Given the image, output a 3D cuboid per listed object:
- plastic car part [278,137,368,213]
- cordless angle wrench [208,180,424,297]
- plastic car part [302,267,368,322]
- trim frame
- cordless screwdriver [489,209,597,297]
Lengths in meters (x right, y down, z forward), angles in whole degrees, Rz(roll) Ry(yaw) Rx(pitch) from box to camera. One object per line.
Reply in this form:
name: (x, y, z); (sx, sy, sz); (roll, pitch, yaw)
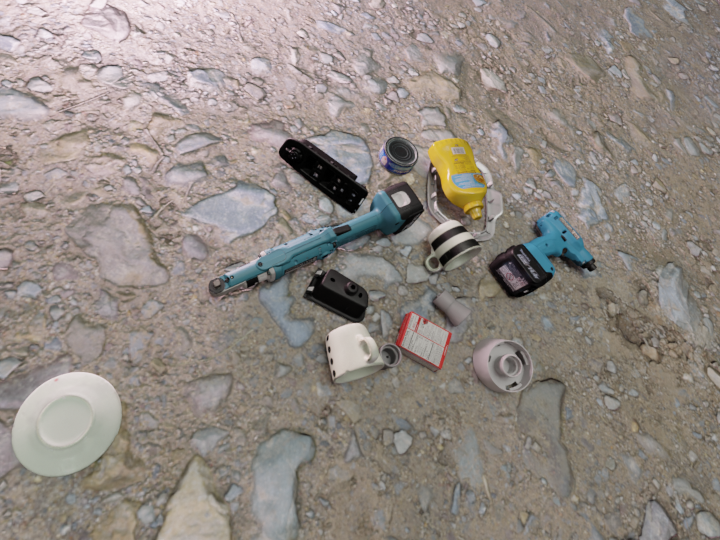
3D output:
plastic car part: (-0.071, -0.207, 0.860); (0.203, 0.066, 0.067); (34, 49, 1)
cordless angle wrench: (-0.075, -0.049, 0.769); (0.414, 0.098, 0.076); (-26, 77, -23)
plastic car part: (-0.031, 0.037, 0.741); (0.117, 0.070, 0.066); (28, 60, 0)
trim frame: (0.238, -0.177, 0.962); (0.181, 0.027, 0.253); (15, 58, -11)
cordless screwdriver: (0.404, -0.021, 0.908); (0.243, 0.074, 0.163); (-31, 77, -33)
